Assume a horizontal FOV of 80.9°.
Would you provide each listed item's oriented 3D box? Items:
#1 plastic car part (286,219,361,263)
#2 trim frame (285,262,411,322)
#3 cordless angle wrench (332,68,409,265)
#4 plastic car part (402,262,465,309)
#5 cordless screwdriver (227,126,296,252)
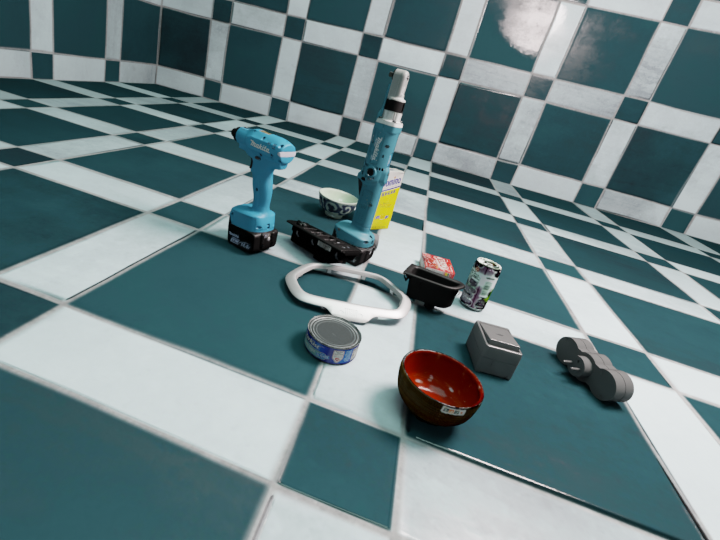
[{"bbox_3d":[-0.093,-0.061,0.949,0.063,0.066,0.215,-9,33,-44],"label":"plastic car part"},{"bbox_3d":[-0.024,0.039,0.819,0.246,0.027,0.189,11,24,-7],"label":"trim frame"},{"bbox_3d":[0.031,-0.216,0.925,0.102,0.417,0.072,27,25,23],"label":"cordless angle wrench"},{"bbox_3d":[0.141,0.041,0.854,0.121,0.070,0.064,24,25,19],"label":"plastic car part"},{"bbox_3d":[-0.231,-0.173,0.896,0.167,0.245,0.072,29,26,27],"label":"cordless screwdriver"}]
